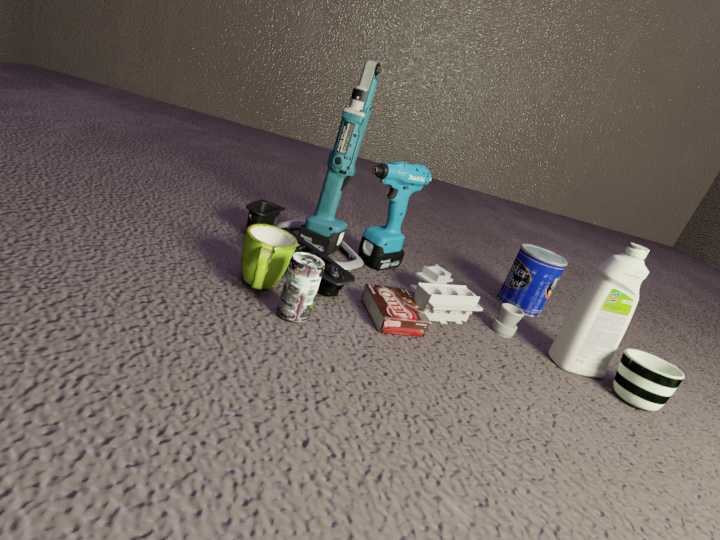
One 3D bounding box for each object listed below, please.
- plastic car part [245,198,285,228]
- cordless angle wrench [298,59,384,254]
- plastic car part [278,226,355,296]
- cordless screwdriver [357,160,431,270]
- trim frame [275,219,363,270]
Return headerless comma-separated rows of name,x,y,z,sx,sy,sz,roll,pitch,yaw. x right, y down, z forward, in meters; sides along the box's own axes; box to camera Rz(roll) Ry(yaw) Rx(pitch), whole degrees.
plastic car part,-0.229,-0.116,0.968,0.067,0.070,0.116,20,22,7
cordless angle wrench,-0.039,-0.241,0.932,0.101,0.418,0.073,25,22,15
plastic car part,-0.105,-0.012,0.814,0.213,0.066,0.064,30,24,29
cordless screwdriver,0.059,-0.125,0.954,0.152,0.246,0.079,-2,29,-41
trim frame,-0.097,-0.063,0.992,0.176,0.027,0.263,0,27,-35
